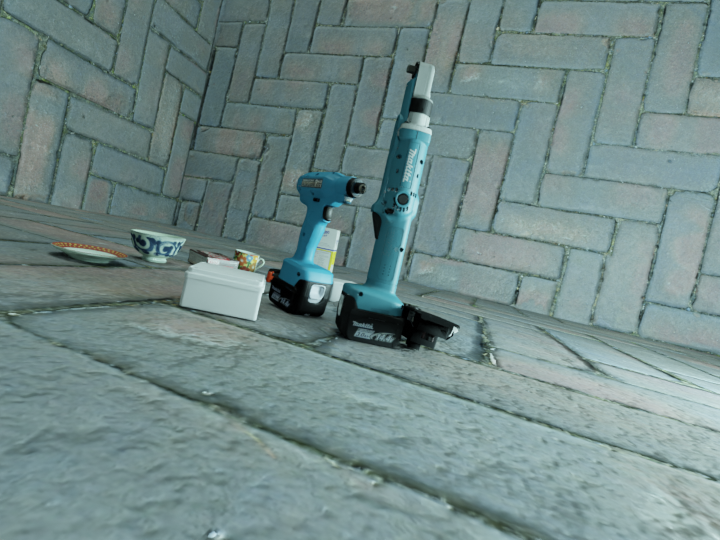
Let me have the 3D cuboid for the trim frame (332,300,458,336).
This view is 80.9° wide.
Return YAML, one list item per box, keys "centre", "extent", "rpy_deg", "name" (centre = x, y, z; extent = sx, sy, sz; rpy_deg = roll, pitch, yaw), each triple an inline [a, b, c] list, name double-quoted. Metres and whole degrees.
- centre: [0.065, 0.093, 0.839]
  extent: [0.253, 0.027, 0.181]
  rpy_deg: [13, 2, 9]
  name: "trim frame"

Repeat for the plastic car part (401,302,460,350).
- centre: [0.090, 0.085, 0.661]
  extent: [0.066, 0.067, 0.204]
  rpy_deg: [13, 2, -4]
  name: "plastic car part"

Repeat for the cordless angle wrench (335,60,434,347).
- centre: [0.054, -0.104, 0.635]
  extent: [0.097, 0.423, 0.075]
  rpy_deg: [13, 0, -7]
  name: "cordless angle wrench"

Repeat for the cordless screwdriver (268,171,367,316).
- centre: [-0.071, -0.046, 0.721]
  extent: [0.070, 0.248, 0.168]
  rpy_deg: [13, 1, -41]
  name: "cordless screwdriver"
